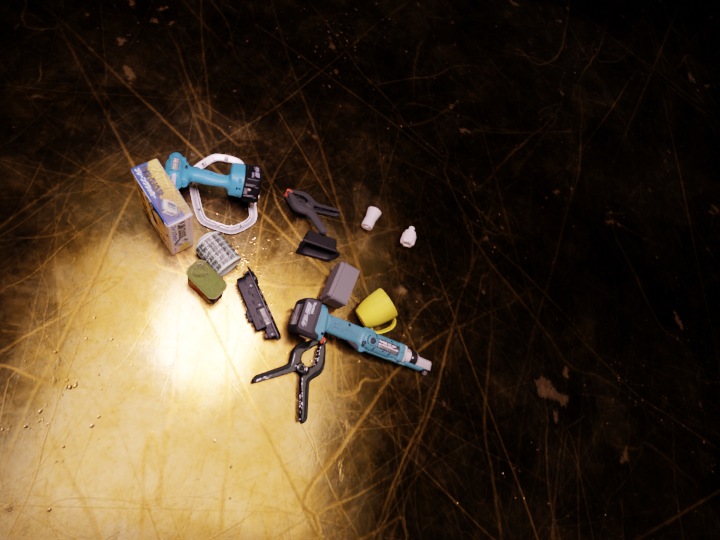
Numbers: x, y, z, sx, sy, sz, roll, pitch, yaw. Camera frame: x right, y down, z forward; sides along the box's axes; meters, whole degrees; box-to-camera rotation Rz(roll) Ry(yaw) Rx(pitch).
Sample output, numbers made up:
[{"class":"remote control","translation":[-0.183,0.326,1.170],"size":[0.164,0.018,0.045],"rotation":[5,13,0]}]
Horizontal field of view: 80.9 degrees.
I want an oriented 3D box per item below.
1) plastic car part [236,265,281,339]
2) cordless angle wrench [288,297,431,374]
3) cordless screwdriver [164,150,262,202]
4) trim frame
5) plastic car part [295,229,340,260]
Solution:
[{"class":"plastic car part","translation":[-0.265,0.088,1.086],"size":[0.067,0.065,0.207],"rotation":[-22,79,1]},{"class":"cordless angle wrench","translation":[0.018,0.186,1.110],"size":[0.408,0.076,0.099],"rotation":[25,70,-19]},{"class":"cordless screwdriver","translation":[-0.391,-0.259,1.130],"size":[0.241,0.073,0.167],"rotation":[4,38,-21]},{"class":"trim frame","translation":[-0.379,-0.219,1.181],"size":[0.179,0.028,0.254],"rotation":[-10,72,-22]},{"class":"plastic car part","translation":[-0.117,-0.076,1.195],"size":[0.113,0.066,0.073],"rotation":[15,53,-18]}]
